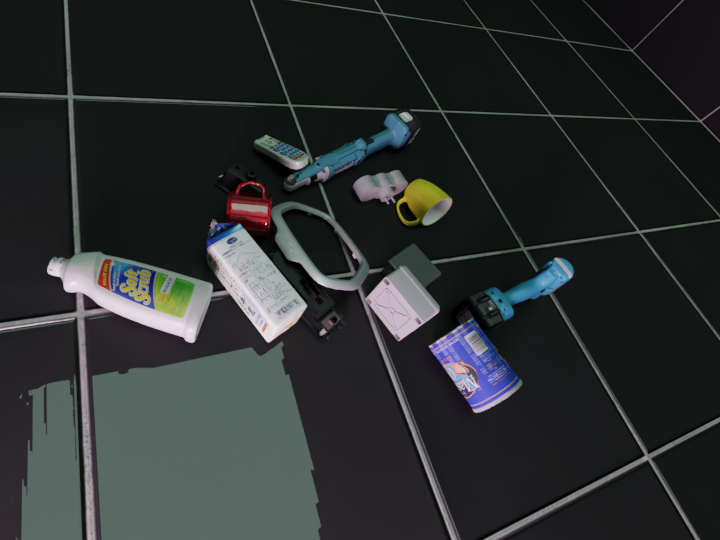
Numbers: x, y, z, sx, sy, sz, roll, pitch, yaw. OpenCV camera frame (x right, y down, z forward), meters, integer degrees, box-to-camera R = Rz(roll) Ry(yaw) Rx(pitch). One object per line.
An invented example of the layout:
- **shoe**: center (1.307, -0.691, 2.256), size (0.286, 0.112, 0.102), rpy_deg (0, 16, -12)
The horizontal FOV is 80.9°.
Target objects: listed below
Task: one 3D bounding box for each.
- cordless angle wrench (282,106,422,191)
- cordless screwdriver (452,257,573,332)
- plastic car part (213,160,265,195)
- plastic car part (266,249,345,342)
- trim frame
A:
- **cordless angle wrench**: center (-0.019, -0.284, 1.022), size (0.414, 0.098, 0.076), rpy_deg (-35, 78, -30)
- **cordless screwdriver**: center (0.317, 0.065, 0.903), size (0.245, 0.156, 0.077), rpy_deg (-24, 69, -16)
- **plastic car part**: center (-0.237, -0.183, 0.877), size (0.118, 0.070, 0.065), rpy_deg (36, 54, 6)
- **plastic car part**: center (-0.111, 0.036, 0.791), size (0.065, 0.066, 0.208), rpy_deg (-38, 75, -29)
- **trim frame**: center (-0.083, -0.054, 0.845), size (0.176, 0.027, 0.259), rpy_deg (-7, 52, -45)
